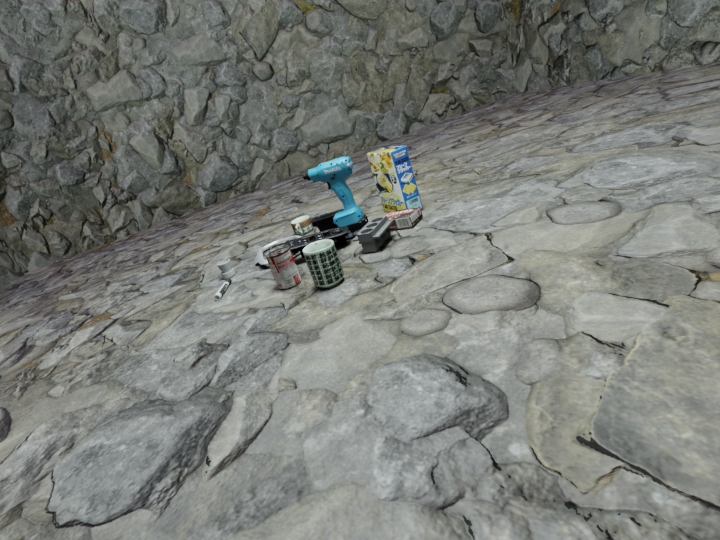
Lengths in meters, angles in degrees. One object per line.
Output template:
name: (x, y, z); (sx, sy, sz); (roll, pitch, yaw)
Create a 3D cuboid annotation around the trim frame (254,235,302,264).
trim frame: (-0.272, -0.068, 1.421); (0.182, 0.027, 0.258); (-23, 22, -9)

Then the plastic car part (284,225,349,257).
plastic car part: (-0.125, -0.082, 1.275); (0.202, 0.065, 0.068); (-20, 20, -3)

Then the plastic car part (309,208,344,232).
plastic car part: (-0.102, -0.160, 1.438); (0.120, 0.069, 0.066); (-10, 21, 23)

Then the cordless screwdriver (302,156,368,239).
cordless screwdriver: (-0.074, -0.219, 1.319); (0.164, 0.242, 0.074); (-11, 19, 21)
